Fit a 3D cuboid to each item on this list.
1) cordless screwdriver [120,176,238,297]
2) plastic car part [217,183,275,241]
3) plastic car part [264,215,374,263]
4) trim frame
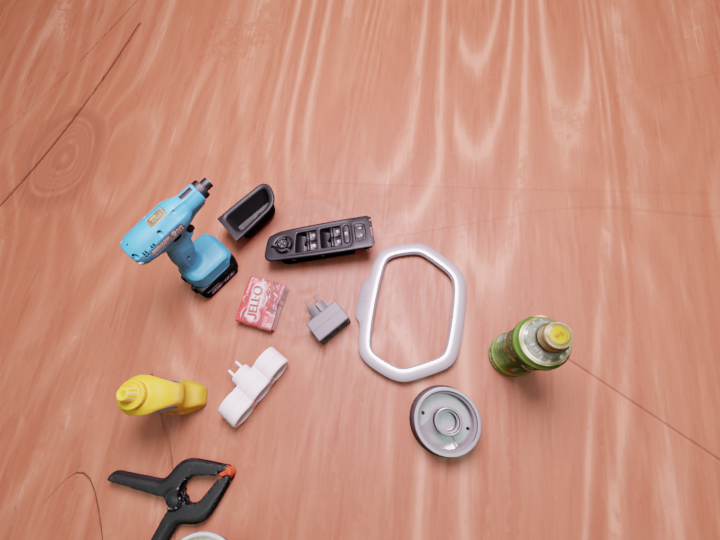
[{"bbox_3d":[-0.278,-0.050,0.722,0.077,0.241,0.158,41,79,15],"label":"cordless screwdriver"},{"bbox_3d":[-0.207,-0.106,0.824,0.116,0.069,0.068,-42,72,-8],"label":"plastic car part"},{"bbox_3d":[-0.077,-0.050,0.786,0.205,0.065,0.068,-7,70,6],"label":"plastic car part"},{"bbox_3d":[0.085,0.067,0.739,0.188,0.026,0.251,8,71,11],"label":"trim frame"}]
